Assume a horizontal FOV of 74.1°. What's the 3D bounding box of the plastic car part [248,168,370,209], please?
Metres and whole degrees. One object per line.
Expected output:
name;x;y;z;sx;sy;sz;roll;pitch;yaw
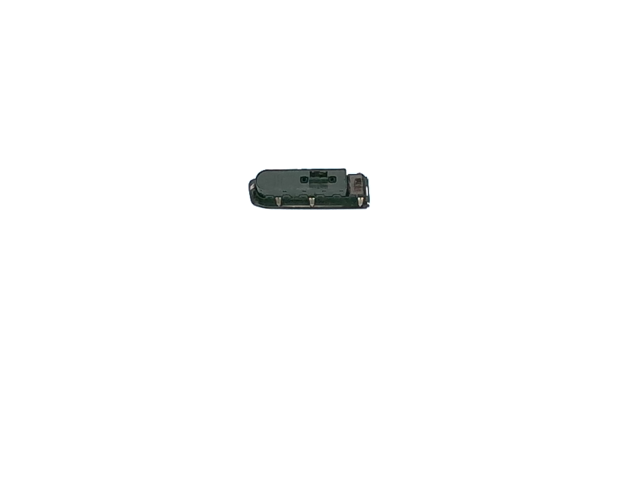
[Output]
plastic car part;-0.020;-0.087;0.693;0.203;0.066;0.067;-2;-17;2
